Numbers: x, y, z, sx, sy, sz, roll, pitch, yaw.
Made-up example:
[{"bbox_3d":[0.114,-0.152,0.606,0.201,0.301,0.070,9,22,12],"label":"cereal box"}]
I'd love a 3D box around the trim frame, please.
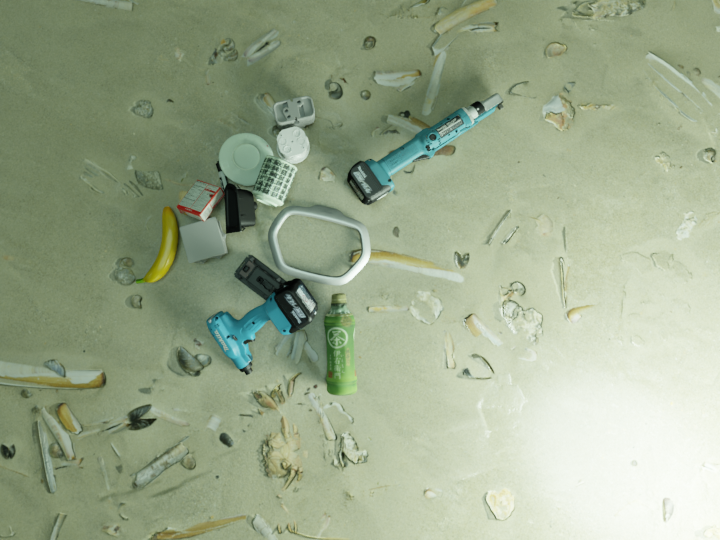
[{"bbox_3d":[-0.098,-0.064,1.007,0.250,0.027,0.184,12,86,3],"label":"trim frame"}]

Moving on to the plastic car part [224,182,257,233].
[{"bbox_3d":[-0.276,-0.146,0.994,0.069,0.067,0.117,-5,86,44],"label":"plastic car part"}]

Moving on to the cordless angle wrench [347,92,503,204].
[{"bbox_3d":[0.164,-0.306,1.009,0.421,0.074,0.098,-34,88,-5],"label":"cordless angle wrench"}]

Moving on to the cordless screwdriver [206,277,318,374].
[{"bbox_3d":[-0.208,0.129,0.934,0.253,0.074,0.157,-25,99,19],"label":"cordless screwdriver"}]

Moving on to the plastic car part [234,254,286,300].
[{"bbox_3d":[-0.199,0.044,0.982,0.203,0.067,0.066,37,78,-1],"label":"plastic car part"}]
